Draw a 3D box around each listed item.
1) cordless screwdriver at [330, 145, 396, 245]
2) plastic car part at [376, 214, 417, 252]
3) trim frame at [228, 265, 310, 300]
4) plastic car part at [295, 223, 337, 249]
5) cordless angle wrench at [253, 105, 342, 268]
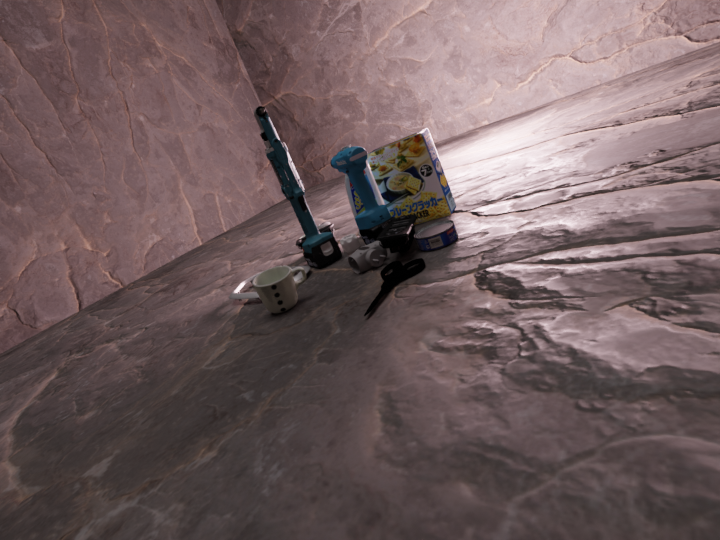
[{"bbox_3d":[0.001,-0.189,1.075,0.073,0.243,0.165,-28,14,-19],"label":"cordless screwdriver"},{"bbox_3d":[0.093,-0.081,0.934,0.068,0.065,0.202,-18,18,20],"label":"plastic car part"},{"bbox_3d":[-0.238,0.031,1.105,0.259,0.027,0.181,-8,23,41],"label":"trim frame"},{"bbox_3d":[-0.116,-0.076,1.188,0.117,0.069,0.067,-22,15,4],"label":"plastic car part"},{"bbox_3d":[-0.170,-0.208,1.066,0.073,0.414,0.102,-28,13,-22],"label":"cordless angle wrench"}]
